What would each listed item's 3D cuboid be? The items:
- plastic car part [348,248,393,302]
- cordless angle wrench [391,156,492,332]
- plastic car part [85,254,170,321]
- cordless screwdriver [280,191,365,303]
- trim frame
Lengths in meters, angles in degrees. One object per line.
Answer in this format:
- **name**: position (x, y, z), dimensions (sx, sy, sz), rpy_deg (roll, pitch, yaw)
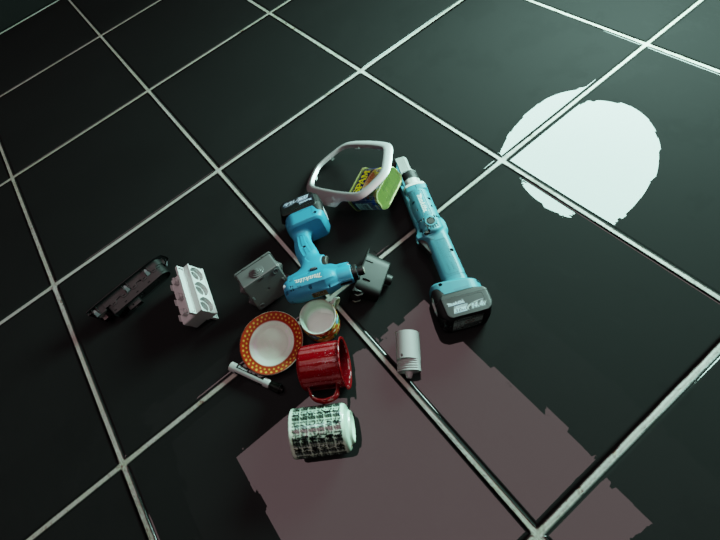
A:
- **plastic car part**: position (0.028, 0.015, 0.850), dimensions (0.072, 0.065, 0.117), rpy_deg (23, 64, 6)
- **cordless angle wrench**: position (0.143, -0.085, 0.870), dimensions (0.098, 0.071, 0.440), rpy_deg (-17, 56, 2)
- **plastic car part**: position (-0.511, 0.045, 0.956), dimensions (0.069, 0.064, 0.202), rpy_deg (38, 75, 16)
- **cordless screwdriver**: position (-0.086, -0.056, 0.876), dimensions (0.161, 0.070, 0.259), rpy_deg (-19, 50, 9)
- **trim frame**: position (-0.028, -0.224, 0.961), dimensions (0.263, 0.026, 0.184), rpy_deg (20, 71, 45)
